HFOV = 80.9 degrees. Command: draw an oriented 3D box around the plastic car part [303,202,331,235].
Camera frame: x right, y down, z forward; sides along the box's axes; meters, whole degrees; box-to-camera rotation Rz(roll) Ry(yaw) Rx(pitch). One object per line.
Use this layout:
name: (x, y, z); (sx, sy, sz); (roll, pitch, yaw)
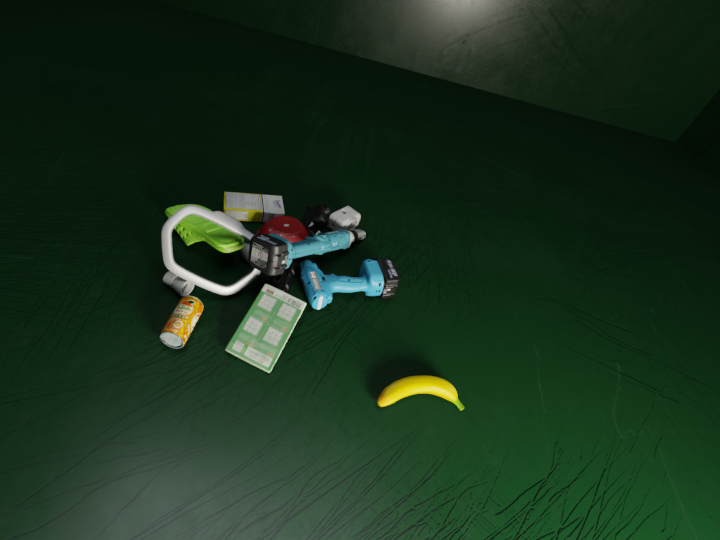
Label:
plastic car part: (-0.122, -0.162, 1.253); (0.072, 0.063, 0.120); (-24, 37, 22)

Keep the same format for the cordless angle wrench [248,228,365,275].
cordless angle wrench: (-0.109, -0.071, 1.116); (0.103, 0.073, 0.407); (22, 23, 31)

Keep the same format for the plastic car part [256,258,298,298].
plastic car part: (-0.206, 0.025, 1.047); (0.067, 0.065, 0.206); (11, 39, 3)

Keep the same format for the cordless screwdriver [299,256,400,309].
cordless screwdriver: (-0.034, 0.013, 1.102); (0.242, 0.073, 0.167); (-7, 46, -18)

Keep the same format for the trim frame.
trim frame: (-0.345, -0.049, 0.996); (0.240, 0.028, 0.185); (26, 75, -17)
